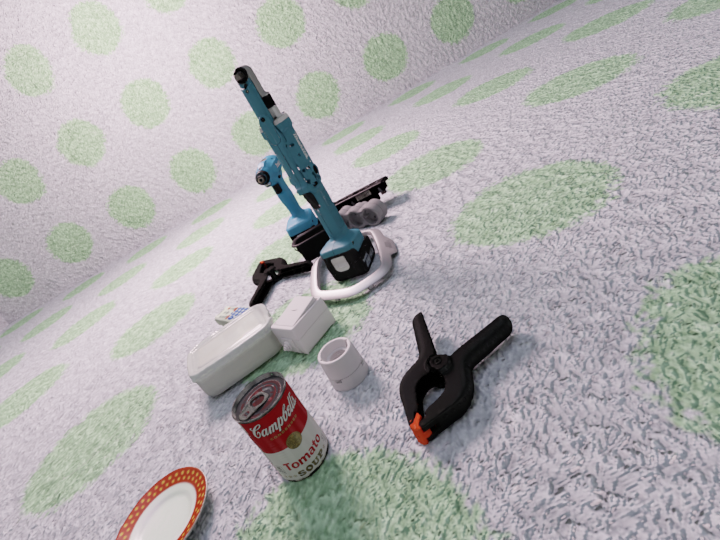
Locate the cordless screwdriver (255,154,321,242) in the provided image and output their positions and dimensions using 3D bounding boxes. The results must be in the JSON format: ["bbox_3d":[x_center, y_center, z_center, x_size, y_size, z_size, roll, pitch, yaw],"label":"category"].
[{"bbox_3d":[-0.173,-0.154,1.018,0.075,0.240,0.162,-26,22,12],"label":"cordless screwdriver"}]

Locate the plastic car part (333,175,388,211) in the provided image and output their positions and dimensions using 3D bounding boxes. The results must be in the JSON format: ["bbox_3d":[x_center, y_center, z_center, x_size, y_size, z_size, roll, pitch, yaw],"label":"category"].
[{"bbox_3d":[-0.015,-0.176,1.092,0.209,0.065,0.067,-18,25,27],"label":"plastic car part"}]

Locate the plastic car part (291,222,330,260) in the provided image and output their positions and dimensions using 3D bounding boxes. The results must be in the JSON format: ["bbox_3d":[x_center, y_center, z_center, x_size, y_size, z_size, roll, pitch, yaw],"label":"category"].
[{"bbox_3d":[-0.094,-0.062,0.962,0.116,0.068,0.069,-35,23,-9],"label":"plastic car part"}]

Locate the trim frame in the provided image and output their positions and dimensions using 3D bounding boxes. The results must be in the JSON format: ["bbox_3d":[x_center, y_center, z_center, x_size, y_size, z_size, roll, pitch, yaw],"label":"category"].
[{"bbox_3d":[-0.017,-0.015,0.838,0.186,0.026,0.255,-27,25,9],"label":"trim frame"}]

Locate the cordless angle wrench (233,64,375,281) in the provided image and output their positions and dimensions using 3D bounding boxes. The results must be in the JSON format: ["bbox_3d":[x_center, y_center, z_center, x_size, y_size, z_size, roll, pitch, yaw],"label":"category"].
[{"bbox_3d":[-0.103,-0.172,0.771,0.076,0.409,0.098,-19,23,28],"label":"cordless angle wrench"}]
